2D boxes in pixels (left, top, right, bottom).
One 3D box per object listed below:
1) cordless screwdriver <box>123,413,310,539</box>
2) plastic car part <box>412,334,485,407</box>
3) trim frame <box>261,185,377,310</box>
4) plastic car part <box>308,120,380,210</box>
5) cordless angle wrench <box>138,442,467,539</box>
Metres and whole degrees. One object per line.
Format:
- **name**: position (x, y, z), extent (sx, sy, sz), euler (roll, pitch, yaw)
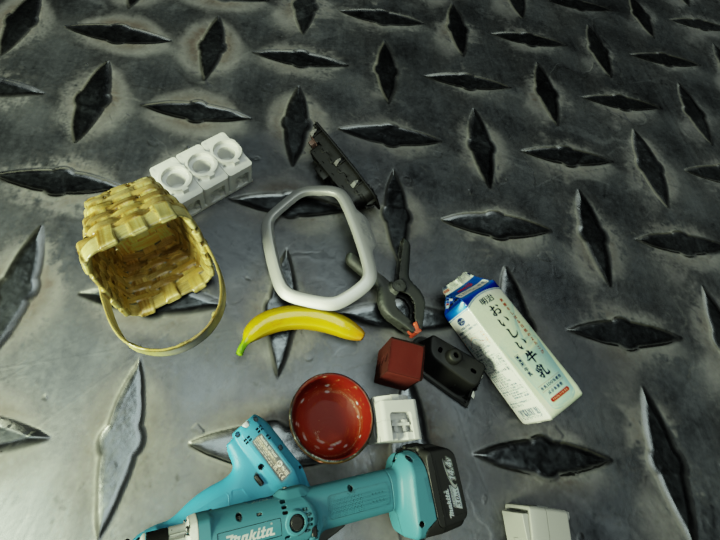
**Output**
- **cordless screwdriver**: position (-0.167, 0.316, 0.497), extent (0.163, 0.074, 0.245), euler (46, 61, 10)
- **plastic car part**: position (0.136, 0.140, 0.636), extent (0.118, 0.070, 0.066), euler (34, 61, 5)
- **trim frame**: position (-0.069, -0.045, 0.704), extent (0.184, 0.026, 0.259), euler (-18, 58, -2)
- **plastic car part**: position (-0.040, -0.184, 0.788), extent (0.066, 0.064, 0.210), euler (-37, 72, -11)
- **cordless angle wrench**: position (-0.077, 0.281, 0.476), extent (0.409, 0.075, 0.100), euler (-2, 70, -23)
